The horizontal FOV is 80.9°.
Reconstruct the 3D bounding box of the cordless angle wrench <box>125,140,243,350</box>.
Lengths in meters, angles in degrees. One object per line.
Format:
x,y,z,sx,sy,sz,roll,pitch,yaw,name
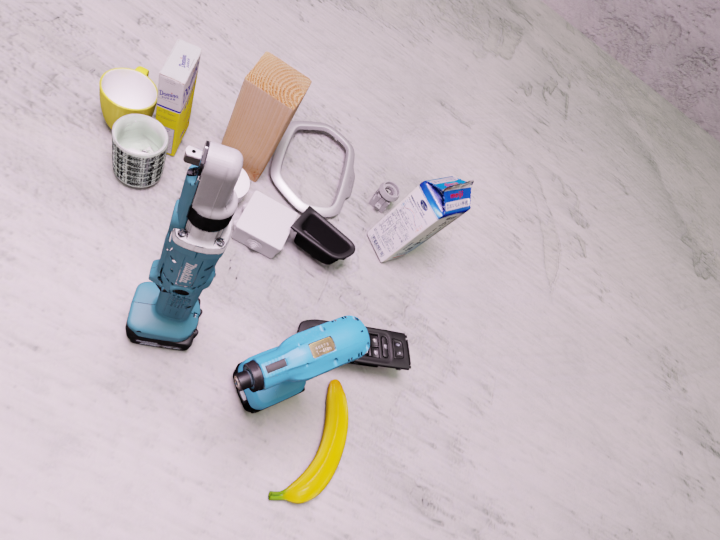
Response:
-0.194,0.000,0.464,0.094,0.429,0.076,16,60,-24,cordless angle wrench

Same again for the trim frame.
-0.092,-0.218,0.885,0.179,0.028,0.253,21,56,-16,trim frame

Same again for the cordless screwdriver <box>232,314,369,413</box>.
-0.110,0.132,0.544,0.153,0.252,0.076,-16,76,-35,cordless screwdriver

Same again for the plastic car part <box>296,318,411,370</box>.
-0.019,0.126,0.708,0.196,0.068,0.068,14,60,-20,plastic car part

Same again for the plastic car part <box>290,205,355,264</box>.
-0.076,-0.049,0.773,0.116,0.072,0.066,40,53,-4,plastic car part
